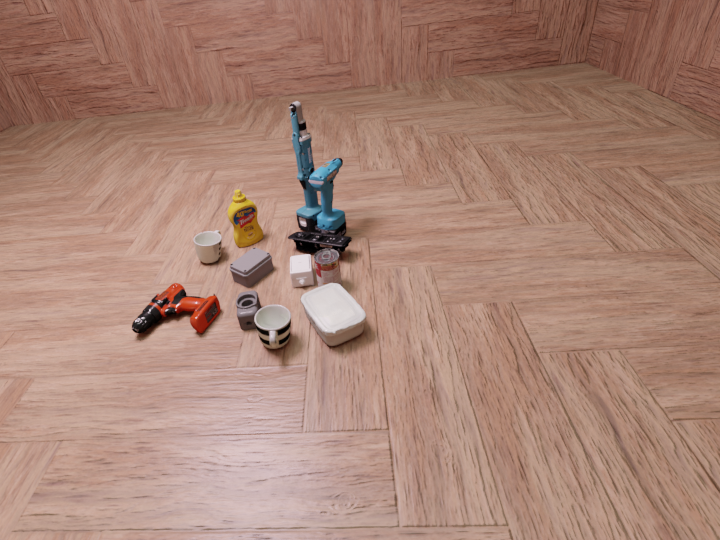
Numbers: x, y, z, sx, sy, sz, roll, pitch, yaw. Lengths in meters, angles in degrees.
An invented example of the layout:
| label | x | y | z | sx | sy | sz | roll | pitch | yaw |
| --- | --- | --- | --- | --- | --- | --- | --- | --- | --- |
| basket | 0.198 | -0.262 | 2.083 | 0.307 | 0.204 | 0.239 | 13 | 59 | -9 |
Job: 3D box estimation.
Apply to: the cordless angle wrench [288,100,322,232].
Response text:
| label | x | y | z | sx | sy | sz | roll | pitch | yaw |
| --- | --- | --- | --- | --- | --- | --- | --- | --- | --- |
| cordless angle wrench | -0.173 | -0.319 | 1.333 | 0.078 | 0.408 | 0.096 | 22 | 43 | 33 |

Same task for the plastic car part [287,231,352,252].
| label | x | y | z | sx | sy | sz | roll | pitch | yaw |
| --- | --- | --- | --- | --- | --- | --- | --- | --- | --- |
| plastic car part | -0.127 | -0.083 | 1.299 | 0.212 | 0.065 | 0.066 | 13 | 40 | 26 |

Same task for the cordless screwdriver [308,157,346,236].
| label | x | y | z | sx | sy | sz | roll | pitch | yaw |
| --- | --- | --- | --- | --- | --- | --- | --- | --- | --- |
| cordless screwdriver | -0.090 | -0.223 | 1.331 | 0.077 | 0.240 | 0.158 | 13 | 40 | 23 |
